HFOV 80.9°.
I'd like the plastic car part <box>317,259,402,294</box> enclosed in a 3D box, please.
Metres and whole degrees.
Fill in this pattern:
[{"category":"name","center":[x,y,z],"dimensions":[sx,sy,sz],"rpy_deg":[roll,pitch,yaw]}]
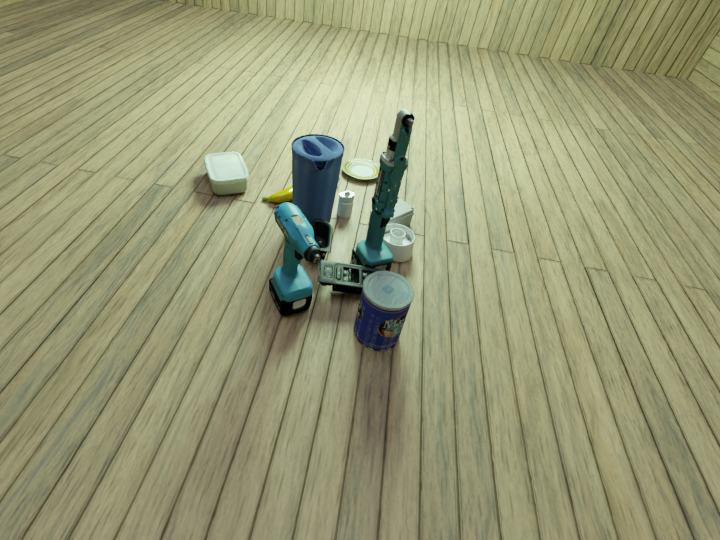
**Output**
[{"category":"plastic car part","center":[-0.001,0.029,0.989],"dimensions":[0.202,0.065,0.068],"rpy_deg":[5,43,-2]}]

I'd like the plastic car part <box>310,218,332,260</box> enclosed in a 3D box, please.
[{"category":"plastic car part","center":[-0.105,-0.069,1.078],"dimensions":[0.066,0.069,0.119],"rpy_deg":[8,43,-2]}]

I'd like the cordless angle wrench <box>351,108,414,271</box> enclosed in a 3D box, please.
[{"category":"cordless angle wrench","center":[0.054,-0.153,0.936],"dimensions":[0.072,0.413,0.103],"rpy_deg":[-8,46,-21]}]

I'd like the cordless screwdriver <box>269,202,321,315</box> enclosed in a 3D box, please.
[{"category":"cordless screwdriver","center":[-0.132,-0.001,0.875],"dimensions":[0.072,0.243,0.168],"rpy_deg":[-14,48,-25]}]
